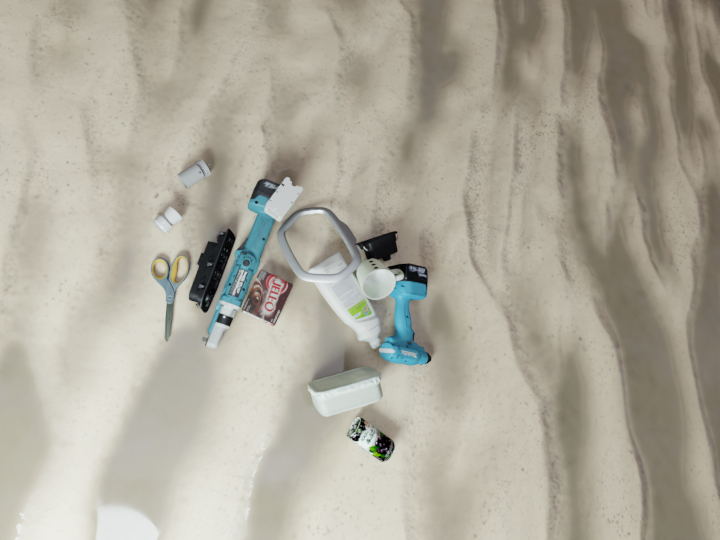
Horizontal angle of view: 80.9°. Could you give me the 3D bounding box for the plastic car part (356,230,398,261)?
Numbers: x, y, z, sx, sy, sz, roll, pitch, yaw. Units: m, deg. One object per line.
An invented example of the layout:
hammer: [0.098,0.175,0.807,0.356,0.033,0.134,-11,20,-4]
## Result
plastic car part: [0.056,-0.058,1.121,0.114,0.068,0.070,-16,97,-21]

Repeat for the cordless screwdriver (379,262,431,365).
cordless screwdriver: [0.128,0.113,1.075,0.151,0.077,0.252,18,70,-36]

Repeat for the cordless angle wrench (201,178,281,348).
cordless angle wrench: [-0.279,-0.017,1.026,0.096,0.075,0.426,20,75,-10]

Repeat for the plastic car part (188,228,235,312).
plastic car part: [-0.358,-0.003,1.007,0.067,0.066,0.205,11,74,-3]

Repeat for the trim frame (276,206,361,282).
trim frame: [-0.103,-0.067,1.052,0.182,0.026,0.261,-25,55,-12]
